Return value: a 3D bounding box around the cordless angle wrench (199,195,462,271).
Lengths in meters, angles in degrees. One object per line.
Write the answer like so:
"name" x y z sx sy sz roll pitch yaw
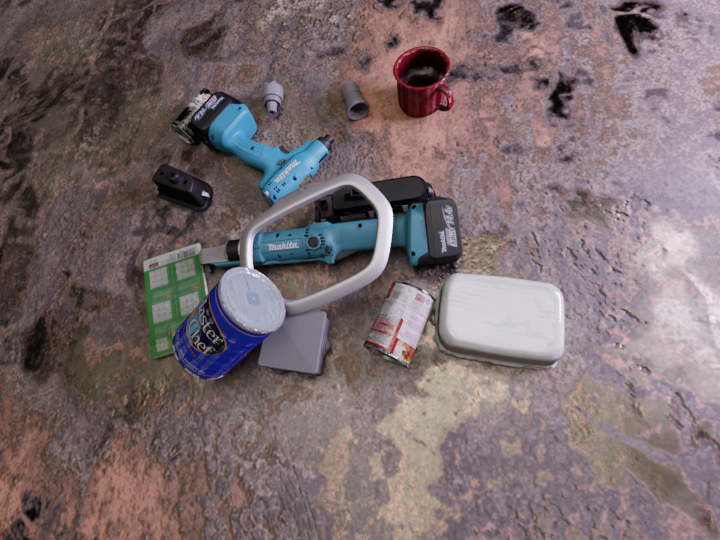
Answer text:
"cordless angle wrench" -0.065 -0.043 0.667 0.433 0.072 0.098 -5 90 15

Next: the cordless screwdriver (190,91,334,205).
"cordless screwdriver" -0.180 -0.240 0.773 0.258 0.072 0.159 40 81 19

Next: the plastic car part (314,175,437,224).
"plastic car part" 0.022 -0.118 0.687 0.205 0.064 0.068 -6 62 7

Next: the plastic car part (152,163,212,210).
"plastic car part" -0.332 -0.159 0.775 0.121 0.068 0.066 21 76 21

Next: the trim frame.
"trim frame" -0.070 -0.041 0.622 0.252 0.026 0.189 -26 74 15
